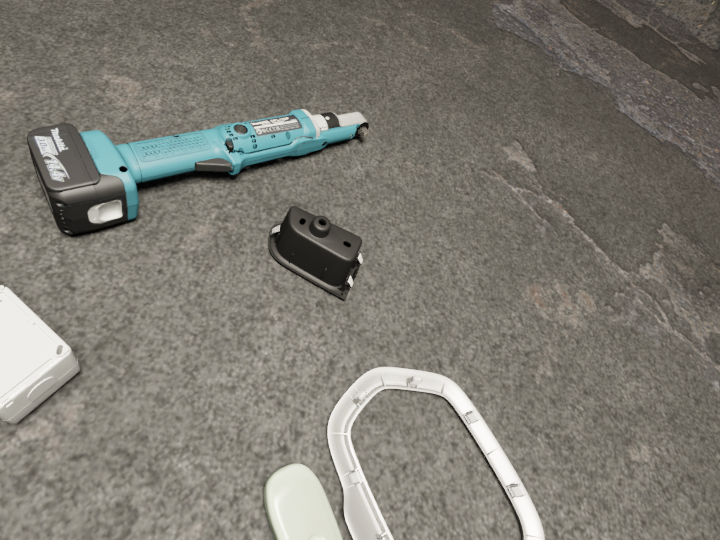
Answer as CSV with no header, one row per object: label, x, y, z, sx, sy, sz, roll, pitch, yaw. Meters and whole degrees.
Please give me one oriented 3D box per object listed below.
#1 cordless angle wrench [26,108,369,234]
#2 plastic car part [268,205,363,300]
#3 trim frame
cordless angle wrench,-0.154,-0.154,0.524,0.410,0.074,0.101,-24,70,-33
plastic car part,-0.047,-0.031,0.477,0.116,0.071,0.066,30,52,-4
trim frame,0.071,0.206,0.390,0.179,0.027,0.257,-18,67,-27
